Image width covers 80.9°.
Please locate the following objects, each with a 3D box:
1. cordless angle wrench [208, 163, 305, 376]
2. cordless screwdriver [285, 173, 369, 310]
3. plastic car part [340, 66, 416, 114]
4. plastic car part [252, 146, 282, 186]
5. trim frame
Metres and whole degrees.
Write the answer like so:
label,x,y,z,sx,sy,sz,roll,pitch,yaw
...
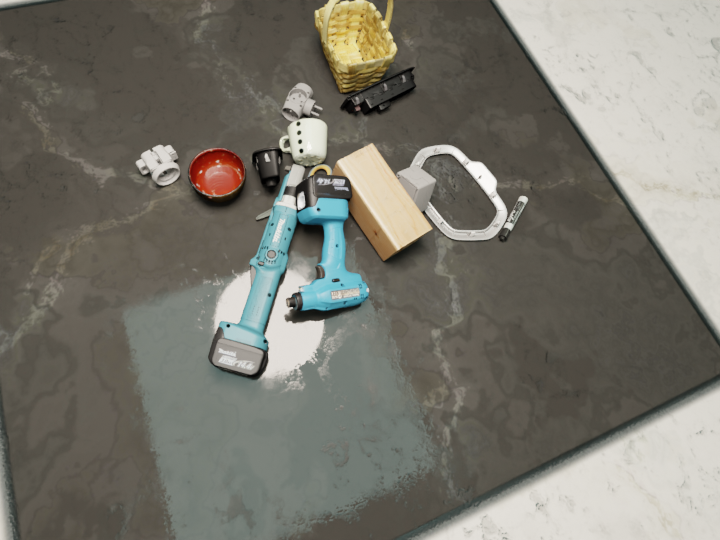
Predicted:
label,x,y,z,sx,sy,sz,roll,pitch,yaw
cordless angle wrench,-0.171,-0.021,0.799,0.098,0.074,0.428,15,69,-3
cordless screwdriver,-0.077,-0.050,0.785,0.153,0.077,0.250,-6,84,-29
plastic car part,0.055,-0.412,0.979,0.200,0.067,0.067,-36,90,-17
plastic car part,-0.184,-0.204,0.856,0.065,0.119,0.070,-9,97,-10
trim frame,0.212,-0.174,0.926,0.181,0.027,0.255,-30,74,-17
